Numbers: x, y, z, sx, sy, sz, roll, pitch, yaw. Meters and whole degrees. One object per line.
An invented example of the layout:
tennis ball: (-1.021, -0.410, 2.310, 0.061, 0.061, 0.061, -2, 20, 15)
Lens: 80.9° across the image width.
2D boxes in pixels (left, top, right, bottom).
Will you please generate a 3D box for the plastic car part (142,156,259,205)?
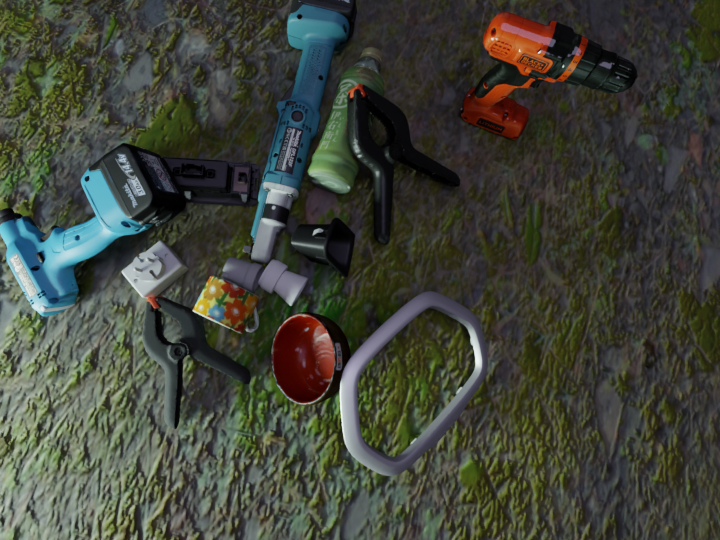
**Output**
plastic car part: (-0.250, -0.131, 0.599, 0.203, 0.067, 0.066, 2, 88, 0)

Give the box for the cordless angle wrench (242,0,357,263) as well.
cordless angle wrench: (-0.093, -0.216, 0.620, 0.098, 0.074, 0.425, 12, 80, -2)

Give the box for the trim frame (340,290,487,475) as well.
trim frame: (0.074, 0.140, 0.540, 0.245, 0.028, 0.180, -40, 103, -25)

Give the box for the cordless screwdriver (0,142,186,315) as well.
cordless screwdriver: (-0.360, -0.071, 0.546, 0.251, 0.073, 0.161, -35, 83, 11)

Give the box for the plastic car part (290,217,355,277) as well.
plastic car part: (-0.056, -0.036, 0.568, 0.073, 0.112, 0.066, 6, 79, 19)
